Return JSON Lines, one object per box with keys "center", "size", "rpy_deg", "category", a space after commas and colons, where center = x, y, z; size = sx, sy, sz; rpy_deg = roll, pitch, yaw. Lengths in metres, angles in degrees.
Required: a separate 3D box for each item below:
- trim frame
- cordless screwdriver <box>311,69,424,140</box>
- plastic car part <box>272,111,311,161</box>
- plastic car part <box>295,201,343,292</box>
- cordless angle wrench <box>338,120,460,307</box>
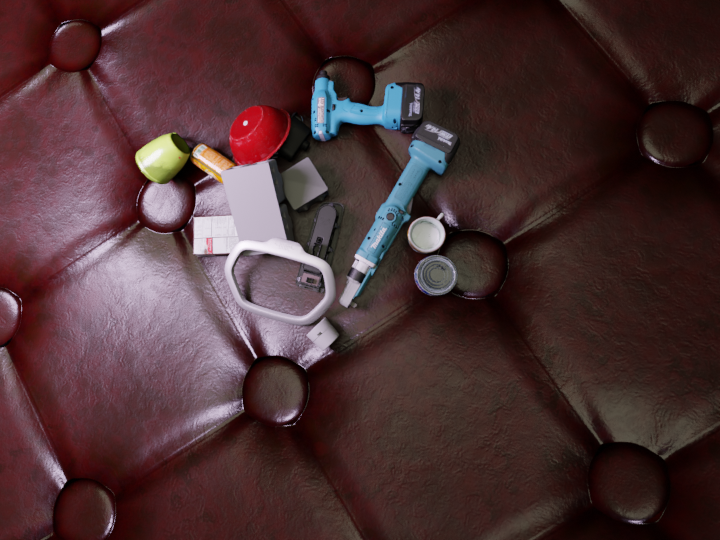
{"center": [-0.172, 0.023, 0.897], "size": [0.253, 0.027, 0.181], "rpy_deg": [15, 111, 10], "category": "trim frame"}
{"center": [0.014, -0.376, 0.939], "size": [0.253, 0.072, 0.160], "rpy_deg": [0, 83, 10], "category": "cordless screwdriver"}
{"center": [-0.152, -0.295, 0.957], "size": [0.070, 0.067, 0.116], "rpy_deg": [38, 85, -8], "category": "plastic car part"}
{"center": [-0.089, -0.059, 0.915], "size": [0.068, 0.065, 0.204], "rpy_deg": [14, 82, 12], "category": "plastic car part"}
{"center": [0.066, -0.111, 0.899], "size": [0.100, 0.073, 0.423], "rpy_deg": [30, 89, 8], "category": "cordless angle wrench"}
